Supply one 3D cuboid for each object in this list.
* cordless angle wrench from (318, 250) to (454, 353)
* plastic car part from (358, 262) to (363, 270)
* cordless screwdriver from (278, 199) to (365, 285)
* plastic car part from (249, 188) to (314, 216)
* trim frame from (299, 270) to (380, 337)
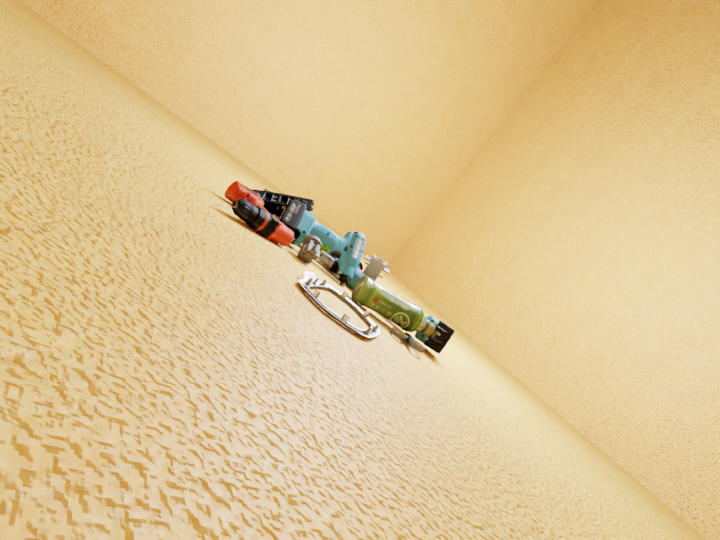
[{"bbox_3d":[0.051,0.069,1.163,0.435,0.074,0.095,35,-5,14],"label":"cordless angle wrench"},{"bbox_3d":[-0.036,-0.010,1.406,0.113,0.066,0.072,40,19,-16],"label":"plastic car part"},{"bbox_3d":[-0.110,-0.072,1.126,0.242,0.161,0.075,26,-30,-14],"label":"cordless screwdriver"},{"bbox_3d":[-0.236,-0.187,1.196,0.201,0.066,0.068,14,41,-4],"label":"plastic car part"},{"bbox_3d":[-0.038,0.065,0.833,0.190,0.027,0.241,38,7,15],"label":"trim frame"}]
